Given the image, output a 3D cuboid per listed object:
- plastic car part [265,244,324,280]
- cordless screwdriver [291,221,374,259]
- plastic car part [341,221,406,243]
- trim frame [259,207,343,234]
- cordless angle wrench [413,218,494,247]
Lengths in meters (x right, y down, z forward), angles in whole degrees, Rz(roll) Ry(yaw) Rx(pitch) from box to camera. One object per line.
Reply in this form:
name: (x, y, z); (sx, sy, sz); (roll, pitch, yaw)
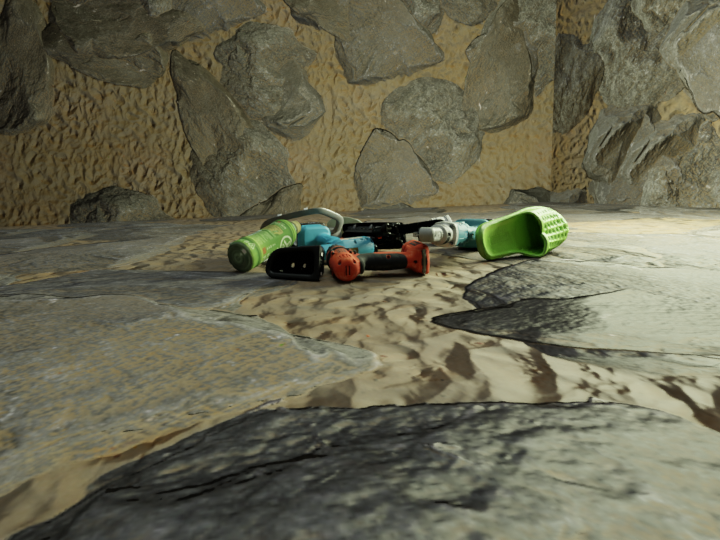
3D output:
plastic car part: (-0.117, -0.012, 0.816); (0.121, 0.066, 0.068); (0, -6, 27)
cordless screwdriver: (-0.102, -0.067, 1.041); (0.153, 0.073, 0.262); (-9, 16, -33)
plastic car part: (0.028, -0.101, 1.237); (0.213, 0.064, 0.066); (7, 38, 35)
trim frame: (-0.170, -0.122, 1.204); (0.251, 0.028, 0.176); (-13, -25, 8)
cordless angle wrench: (0.214, -0.080, 0.928); (0.102, 0.074, 0.406); (4, 7, 28)
